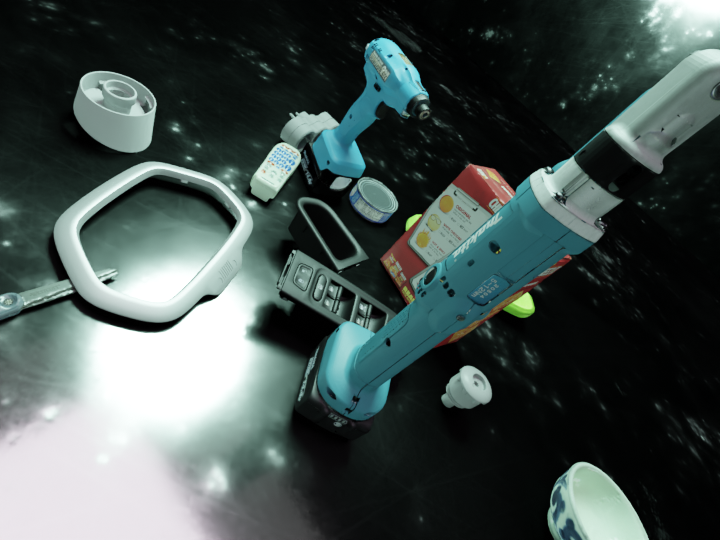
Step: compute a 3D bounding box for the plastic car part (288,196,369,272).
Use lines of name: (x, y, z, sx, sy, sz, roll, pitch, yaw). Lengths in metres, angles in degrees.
plastic car part: (-0.057, -0.037, 0.581, 0.063, 0.071, 0.120, -17, 64, -47)

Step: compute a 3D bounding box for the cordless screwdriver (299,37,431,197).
cordless screwdriver: (0.002, -0.210, 0.658, 0.071, 0.250, 0.166, 4, 51, -38)

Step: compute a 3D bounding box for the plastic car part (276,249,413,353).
plastic car part: (-0.016, 0.060, 0.518, 0.199, 0.067, 0.067, 29, 39, -11)

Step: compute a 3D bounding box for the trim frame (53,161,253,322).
trim frame: (-0.225, -0.044, 0.494, 0.182, 0.028, 0.250, 32, 39, -7)

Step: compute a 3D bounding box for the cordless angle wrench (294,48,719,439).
cordless angle wrench: (0.077, 0.017, 0.344, 0.073, 0.426, 0.099, 32, 39, -13)
